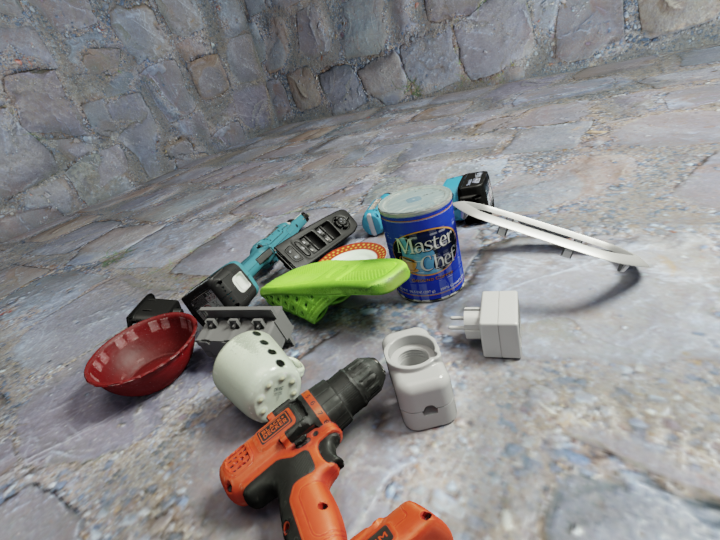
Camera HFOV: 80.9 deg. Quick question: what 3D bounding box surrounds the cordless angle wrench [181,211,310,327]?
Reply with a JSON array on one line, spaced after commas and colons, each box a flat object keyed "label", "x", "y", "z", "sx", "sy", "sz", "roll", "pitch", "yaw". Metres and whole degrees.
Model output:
[{"label": "cordless angle wrench", "x": -0.188, "y": -0.034, "z": 0.835, "sx": 0.100, "sy": 0.073, "sz": 0.423, "roll": -31, "pitch": 15, "yaw": 26}]

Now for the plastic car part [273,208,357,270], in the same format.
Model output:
[{"label": "plastic car part", "x": -0.081, "y": -0.053, "z": 0.828, "sx": 0.069, "sy": 0.066, "sz": 0.199, "roll": 37, "pitch": 52, "yaw": 17}]

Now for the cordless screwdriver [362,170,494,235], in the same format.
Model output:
[{"label": "cordless screwdriver", "x": 0.135, "y": -0.141, "z": 0.862, "sx": 0.258, "sy": 0.072, "sz": 0.159, "roll": -8, "pitch": 27, "yaw": 26}]

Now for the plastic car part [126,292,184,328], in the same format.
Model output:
[{"label": "plastic car part", "x": -0.349, "y": 0.081, "z": 0.739, "sx": 0.071, "sy": 0.064, "sz": 0.119, "roll": 0, "pitch": 23, "yaw": -1}]

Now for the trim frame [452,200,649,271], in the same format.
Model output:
[{"label": "trim frame", "x": 0.243, "y": -0.050, "z": 0.571, "sx": 0.260, "sy": 0.027, "sz": 0.178, "roll": 21, "pitch": 19, "yaw": 24}]
